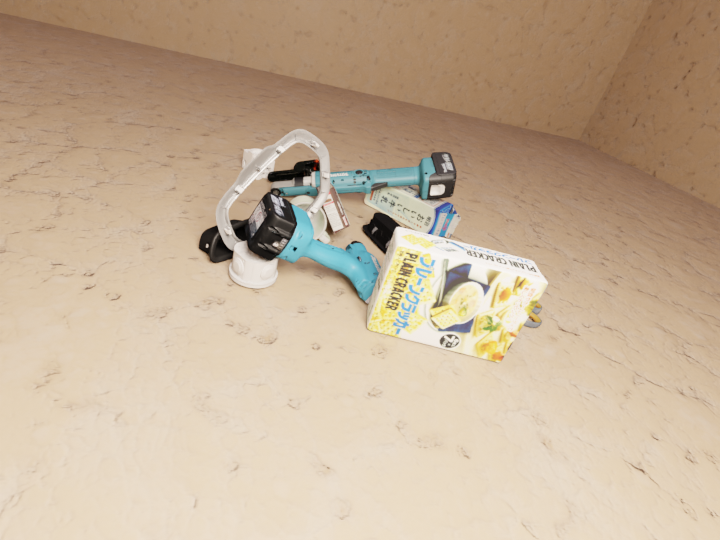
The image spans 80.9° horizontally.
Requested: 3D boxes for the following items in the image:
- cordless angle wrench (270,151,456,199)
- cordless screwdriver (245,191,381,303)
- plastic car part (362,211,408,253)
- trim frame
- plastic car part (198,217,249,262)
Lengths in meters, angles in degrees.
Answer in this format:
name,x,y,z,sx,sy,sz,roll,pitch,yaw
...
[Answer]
name,x,y,z,sx,sy,sz,roll,pitch,yaw
cordless angle wrench,-0.001,-0.208,0.988,0.426,0.071,0.101,-4,51,4
cordless screwdriver,-0.070,-0.046,0.718,0.238,0.074,0.166,27,23,-26
plastic car part,0.074,-0.063,0.881,0.064,0.065,0.215,-12,37,-29
trim frame,-0.140,-0.129,0.731,0.247,0.174,0.029,-46,47,-11
plastic car part,-0.238,-0.061,0.752,0.075,0.064,0.113,19,30,36
